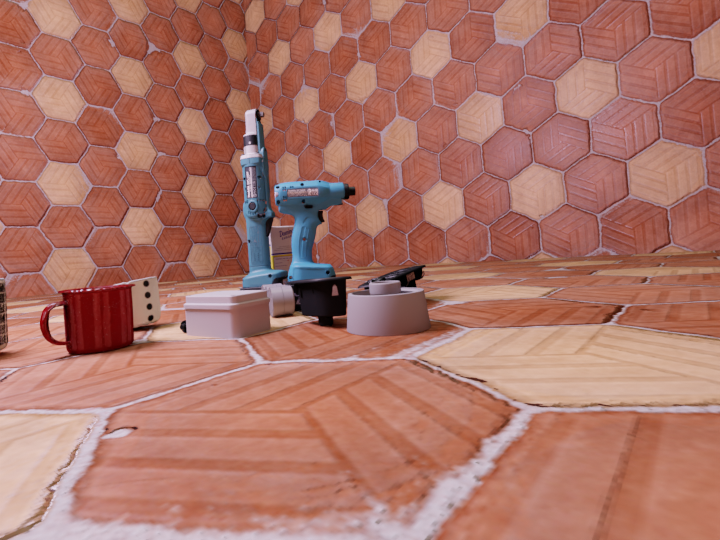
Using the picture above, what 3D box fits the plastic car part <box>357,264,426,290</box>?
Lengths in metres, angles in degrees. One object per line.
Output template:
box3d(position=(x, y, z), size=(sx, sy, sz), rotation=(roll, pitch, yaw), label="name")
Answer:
box3d(position=(0.058, 0.030, 0.763), size=(0.069, 0.067, 0.195), rotation=(-4, 2, 29), label="plastic car part")

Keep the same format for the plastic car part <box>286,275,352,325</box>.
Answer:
box3d(position=(-0.056, 0.044, 0.615), size=(0.064, 0.071, 0.121), rotation=(-5, 1, -27), label="plastic car part")

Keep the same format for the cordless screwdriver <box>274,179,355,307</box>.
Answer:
box3d(position=(-0.081, -0.053, 0.829), size=(0.158, 0.249, 0.075), rotation=(-4, -1, -5), label="cordless screwdriver")

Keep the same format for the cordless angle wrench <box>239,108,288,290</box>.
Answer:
box3d(position=(-0.218, -0.133, 0.901), size=(0.100, 0.423, 0.073), rotation=(-5, -1, 13), label="cordless angle wrench")
